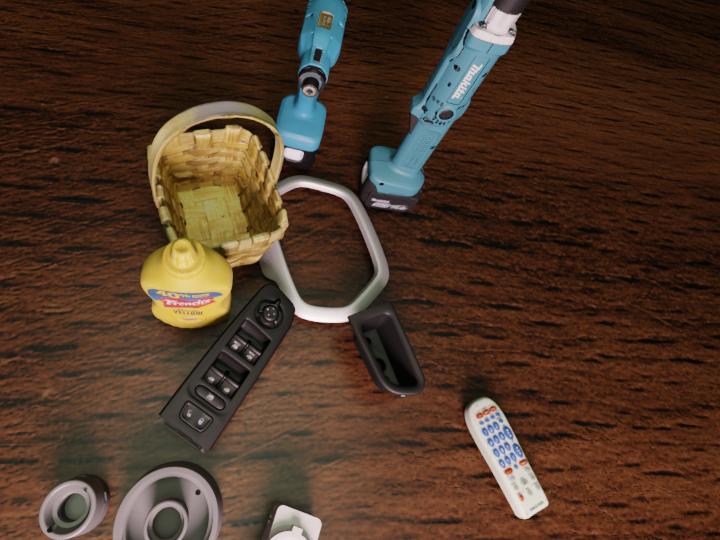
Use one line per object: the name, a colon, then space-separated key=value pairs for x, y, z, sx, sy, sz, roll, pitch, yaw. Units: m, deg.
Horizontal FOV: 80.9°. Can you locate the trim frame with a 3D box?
trim frame: x=-0.061 y=-0.040 z=0.628 sx=0.180 sy=0.027 sz=0.256 roll=-14 pitch=68 yaw=-19

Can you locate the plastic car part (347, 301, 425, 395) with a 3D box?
plastic car part: x=0.027 y=0.111 z=0.548 sx=0.064 sy=0.070 sz=0.120 roll=-16 pitch=70 yaw=-22

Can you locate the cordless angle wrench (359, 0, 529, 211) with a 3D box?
cordless angle wrench: x=0.102 y=-0.213 z=0.528 sx=0.096 sy=0.422 sz=0.076 roll=9 pitch=65 yaw=-14

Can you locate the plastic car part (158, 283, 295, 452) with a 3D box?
plastic car part: x=-0.148 y=0.108 z=0.511 sx=0.067 sy=0.067 sz=0.203 roll=32 pitch=61 yaw=0

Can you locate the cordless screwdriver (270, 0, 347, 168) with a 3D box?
cordless screwdriver: x=-0.078 y=-0.233 z=0.594 sx=0.073 sy=0.248 sz=0.162 roll=13 pitch=63 yaw=-12
